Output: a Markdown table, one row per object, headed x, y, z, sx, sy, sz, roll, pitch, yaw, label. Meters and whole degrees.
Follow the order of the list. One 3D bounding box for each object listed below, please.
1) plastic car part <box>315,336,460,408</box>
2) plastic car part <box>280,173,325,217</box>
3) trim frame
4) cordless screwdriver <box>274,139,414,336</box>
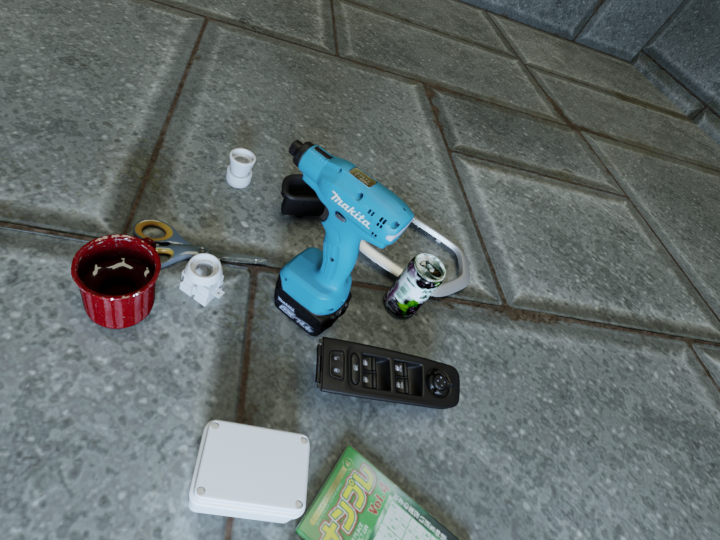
| x | y | z | sx | sy | sz | roll | pitch | yaw | label |
| --- | --- | --- | --- | --- | --- | --- | --- | --- | --- |
| 0.034 | 0.143 | 0.542 | 0.198 | 0.066 | 0.068 | 11 | 48 | -14 | plastic car part |
| -0.089 | -0.120 | 0.719 | 0.112 | 0.070 | 0.069 | -6 | 55 | -28 | plastic car part |
| 0.087 | -0.048 | 0.758 | 0.251 | 0.027 | 0.183 | 31 | 46 | 5 | trim frame |
| -0.052 | -0.034 | 0.536 | 0.163 | 0.247 | 0.073 | 41 | 47 | 11 | cordless screwdriver |
